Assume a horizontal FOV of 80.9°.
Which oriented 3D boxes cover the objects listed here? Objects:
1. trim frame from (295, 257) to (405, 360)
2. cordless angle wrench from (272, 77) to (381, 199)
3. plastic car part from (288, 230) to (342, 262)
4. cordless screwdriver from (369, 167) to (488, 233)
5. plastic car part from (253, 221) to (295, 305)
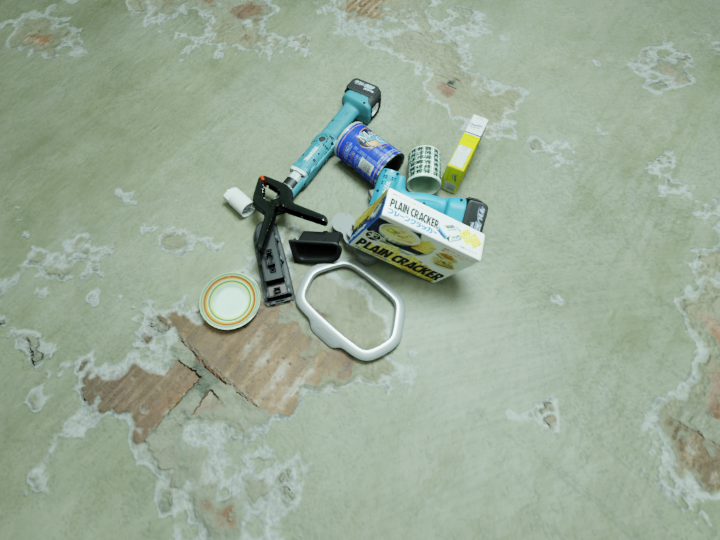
[{"bbox_3d":[-0.022,0.075,0.892,0.257,0.027,0.183,38,70,18],"label":"trim frame"},{"bbox_3d":[-0.093,-0.317,1.074,0.101,0.072,0.422,29,71,15],"label":"cordless angle wrench"},{"bbox_3d":[-0.092,-0.060,0.942,0.119,0.063,0.072,0,42,14],"label":"plastic car part"},{"bbox_3d":[0.140,-0.118,0.943,0.253,0.073,0.158,19,97,8],"label":"cordless screwdriver"},{"bbox_3d":[-0.202,-0.028,0.939,0.066,0.064,0.211,-18,61,0],"label":"plastic car part"}]
